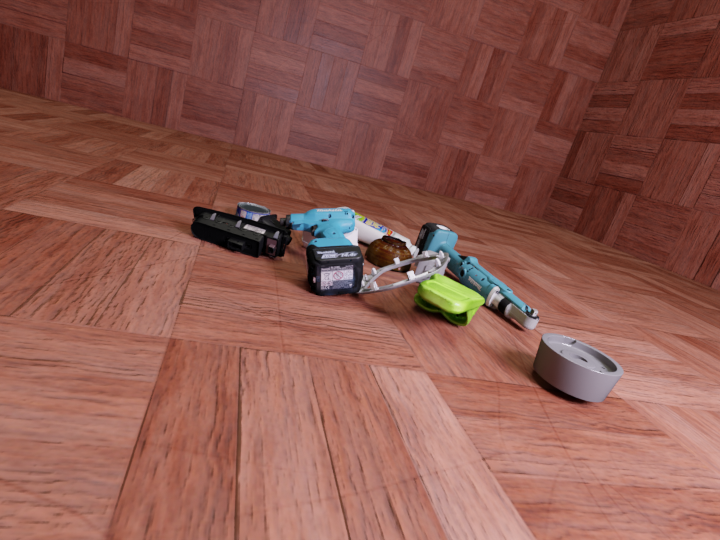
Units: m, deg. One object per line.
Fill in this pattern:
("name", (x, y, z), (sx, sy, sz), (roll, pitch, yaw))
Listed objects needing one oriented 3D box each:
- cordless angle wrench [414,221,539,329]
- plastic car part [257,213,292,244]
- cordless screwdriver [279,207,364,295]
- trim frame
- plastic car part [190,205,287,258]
("cordless angle wrench", (0.257, 0.007, 0.979), (0.072, 0.097, 0.443), (9, 23, -23))
("plastic car part", (-0.186, -0.081, 0.928), (0.072, 0.066, 0.115), (34, 17, 6))
("cordless screwdriver", (-0.079, -0.052, 0.811), (0.158, 0.072, 0.257), (-3, 31, -5))
("trim frame", (0.075, 0.000, 0.814), (0.189, 0.027, 0.244), (-16, 10, 21))
("plastic car part", (-0.250, -0.068, 0.836), (0.207, 0.065, 0.067), (20, 43, 11))
